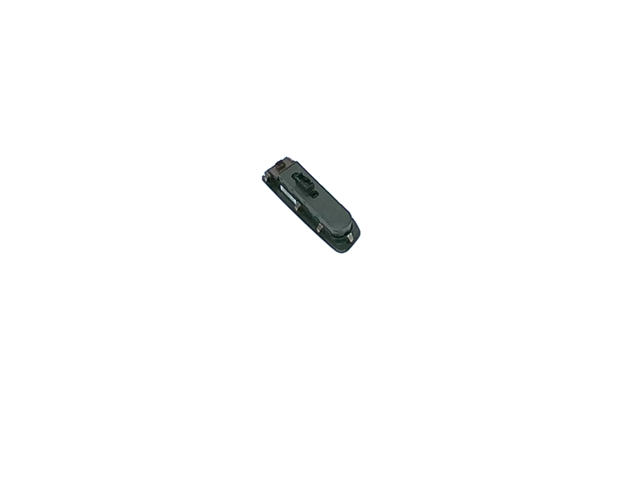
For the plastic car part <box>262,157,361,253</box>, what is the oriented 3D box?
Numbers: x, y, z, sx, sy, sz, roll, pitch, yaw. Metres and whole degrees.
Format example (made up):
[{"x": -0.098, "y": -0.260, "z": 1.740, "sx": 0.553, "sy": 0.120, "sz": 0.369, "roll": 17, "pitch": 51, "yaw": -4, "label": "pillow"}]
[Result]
[{"x": -0.010, "y": -0.068, "z": 0.687, "sx": 0.066, "sy": 0.203, "sz": 0.067, "roll": -35, "pitch": -18, "yaw": -23, "label": "plastic car part"}]
